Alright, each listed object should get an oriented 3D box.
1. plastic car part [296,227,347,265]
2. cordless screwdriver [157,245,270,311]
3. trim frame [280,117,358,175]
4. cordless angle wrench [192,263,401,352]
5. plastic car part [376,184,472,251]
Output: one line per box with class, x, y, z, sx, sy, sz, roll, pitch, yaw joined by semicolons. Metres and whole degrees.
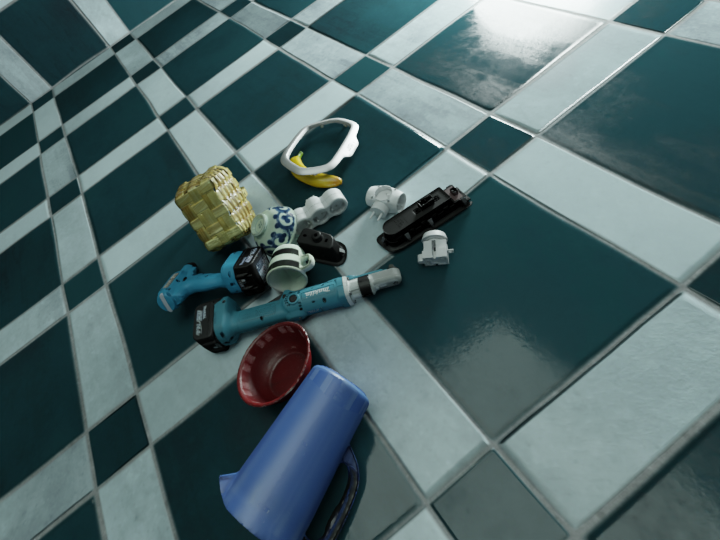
plastic car part;-0.088;-0.058;0.903;0.122;0.067;0.066;13;66;33
cordless screwdriver;-0.321;0.007;0.953;0.254;0.071;0.162;-14;30;14
trim frame;-0.101;-0.321;1.085;0.191;0.026;0.250;8;50;22
cordless angle wrench;-0.126;0.067;0.839;0.429;0.070;0.101;-16;53;11
plastic car part;0.123;-0.110;0.853;0.203;0.064;0.069;-35;59;2
